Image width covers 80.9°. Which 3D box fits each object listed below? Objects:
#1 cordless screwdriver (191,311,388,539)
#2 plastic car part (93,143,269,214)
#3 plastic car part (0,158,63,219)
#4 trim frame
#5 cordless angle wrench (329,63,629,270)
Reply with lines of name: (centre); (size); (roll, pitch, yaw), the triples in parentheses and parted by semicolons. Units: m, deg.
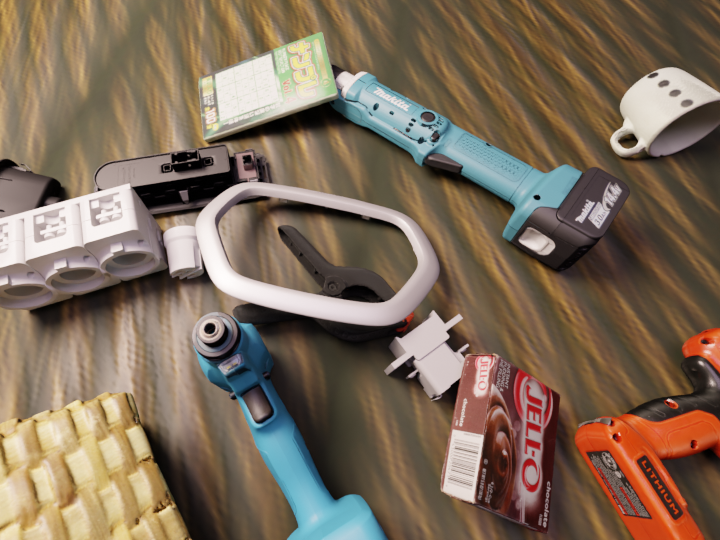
cordless screwdriver: (-0.048, 0.145, 0.303); (0.073, 0.156, 0.258); (-29, 70, -15)
plastic car part: (-0.209, -0.104, 0.483); (0.202, 0.066, 0.068); (-12, 73, -3)
plastic car part: (-0.375, -0.070, 0.471); (0.069, 0.066, 0.119); (11, 60, -14)
trim frame: (-0.042, -0.027, 0.428); (0.248, 0.027, 0.189); (9, 47, -2)
cordless angle wrench: (0.076, -0.161, 0.503); (0.439, 0.072, 0.097); (36, 69, 19)
